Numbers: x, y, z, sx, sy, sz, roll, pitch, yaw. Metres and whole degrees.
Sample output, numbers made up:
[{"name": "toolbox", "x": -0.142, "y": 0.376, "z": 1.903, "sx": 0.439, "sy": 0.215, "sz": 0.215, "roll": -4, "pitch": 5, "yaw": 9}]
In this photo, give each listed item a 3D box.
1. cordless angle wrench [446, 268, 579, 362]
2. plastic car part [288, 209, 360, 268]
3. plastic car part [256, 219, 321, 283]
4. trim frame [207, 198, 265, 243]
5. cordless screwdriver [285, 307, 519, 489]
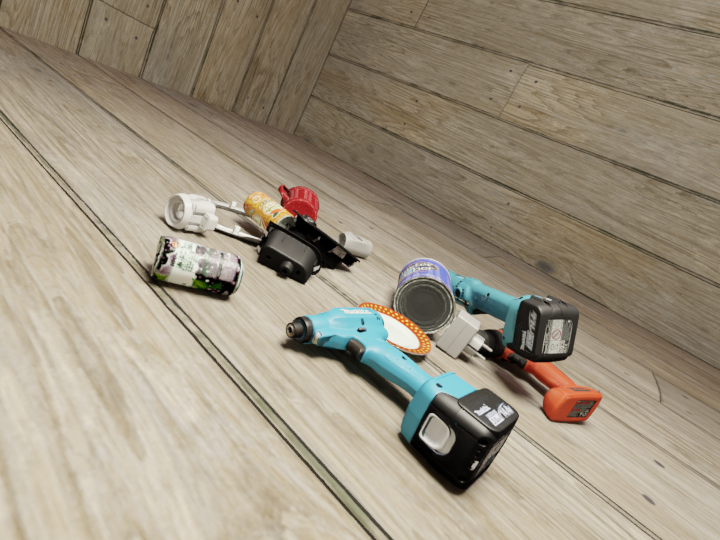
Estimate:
[{"name": "cordless angle wrench", "x": 0.212, "y": 0.047, "z": 0.821, "sx": 0.072, "sy": 0.097, "sz": 0.440, "roll": 1, "pitch": 12, "yaw": -21}, {"name": "plastic car part", "x": -0.078, "y": -0.051, "z": 0.800, "sx": 0.070, "sy": 0.067, "sz": 0.192, "roll": 48, "pitch": 2, "yaw": 34}, {"name": "plastic car part", "x": -0.123, "y": -0.020, "z": 0.709, "sx": 0.117, "sy": 0.066, "sz": 0.071, "roll": 30, "pitch": 31, "yaw": 0}, {"name": "trim frame", "x": -0.207, "y": -0.088, "z": 0.834, "sx": 0.238, "sy": 0.027, "sz": 0.193, "roll": 19, "pitch": 19, "yaw": -27}, {"name": "cordless screwdriver", "x": 0.034, "y": 0.121, "z": 0.482, "sx": 0.151, "sy": 0.074, "sz": 0.263, "roll": 7, "pitch": 21, "yaw": -47}]
